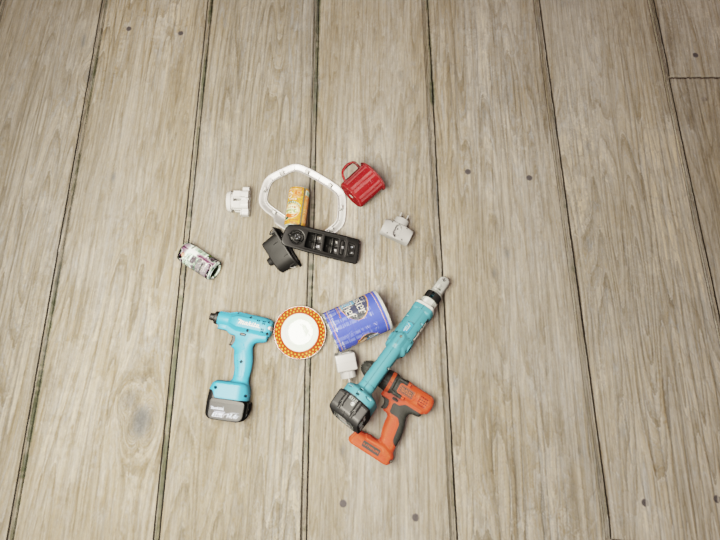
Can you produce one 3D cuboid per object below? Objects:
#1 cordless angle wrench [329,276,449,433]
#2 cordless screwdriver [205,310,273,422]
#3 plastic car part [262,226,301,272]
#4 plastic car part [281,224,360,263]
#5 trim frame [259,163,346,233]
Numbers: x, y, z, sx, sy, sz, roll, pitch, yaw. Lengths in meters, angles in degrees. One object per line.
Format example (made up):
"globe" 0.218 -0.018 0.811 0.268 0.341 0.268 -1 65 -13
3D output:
"cordless angle wrench" 0.089 0.168 0.970 0.078 0.094 0.420 30 65 22
"cordless screwdriver" -0.312 0.222 1.010 0.160 0.073 0.252 10 73 4
"plastic car part" -0.211 -0.044 1.084 0.071 0.064 0.118 -31 81 8
"plastic car part" -0.104 -0.068 1.067 0.196 0.069 0.066 14 84 -20
"trim frame" -0.153 -0.184 1.130 0.252 0.027 0.184 32 80 7
